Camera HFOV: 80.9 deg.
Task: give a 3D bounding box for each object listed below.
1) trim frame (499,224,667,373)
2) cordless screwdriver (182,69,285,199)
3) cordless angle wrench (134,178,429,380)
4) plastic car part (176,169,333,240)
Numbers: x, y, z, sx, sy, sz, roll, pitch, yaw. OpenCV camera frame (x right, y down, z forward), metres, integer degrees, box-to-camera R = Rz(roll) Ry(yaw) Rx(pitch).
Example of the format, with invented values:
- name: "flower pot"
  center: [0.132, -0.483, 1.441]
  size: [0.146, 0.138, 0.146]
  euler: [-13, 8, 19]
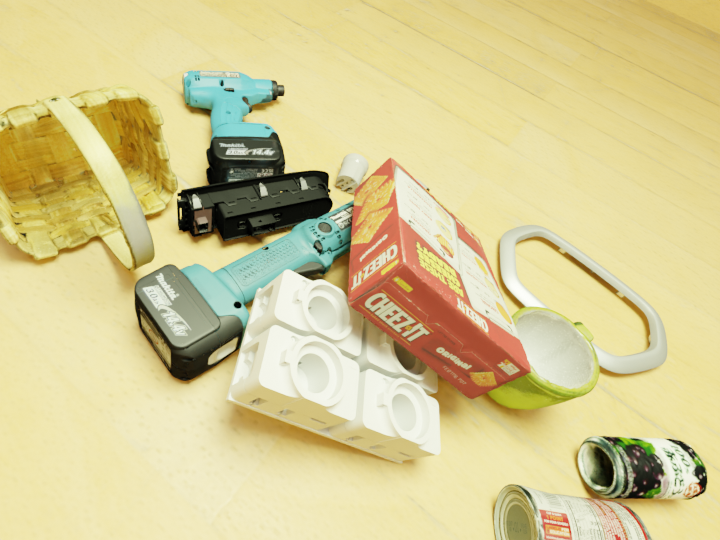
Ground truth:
- name: "trim frame"
  center: [0.298, 0.031, 0.578]
  size: [0.257, 0.027, 0.180]
  euler: [41, 55, 19]
- name: "cordless screwdriver"
  center: [-0.161, -0.209, 0.610]
  size: [0.154, 0.073, 0.260]
  euler: [-9, 52, -22]
- name: "cordless angle wrench"
  center: [-0.050, -0.032, 0.506]
  size: [0.101, 0.074, 0.413]
  euler: [45, 52, 16]
- name: "plastic car part"
  center: [-0.114, -0.079, 0.517]
  size: [0.197, 0.065, 0.071]
  euler: [-20, 51, -30]
